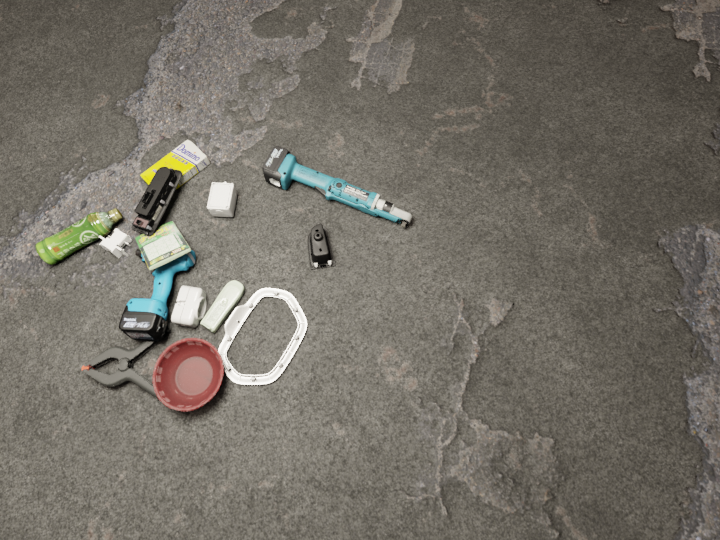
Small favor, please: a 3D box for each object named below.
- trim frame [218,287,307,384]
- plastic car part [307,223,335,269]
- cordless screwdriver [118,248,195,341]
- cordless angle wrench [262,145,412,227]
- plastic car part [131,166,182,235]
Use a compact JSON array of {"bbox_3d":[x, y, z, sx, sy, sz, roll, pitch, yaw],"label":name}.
[{"bbox_3d":[-0.241,0.157,1.029,0.189,0.027,0.248,27,74,15],"label":"trim frame"},{"bbox_3d":[-0.107,-0.070,1.090,0.066,0.069,0.119,-10,71,-4],"label":"plastic car part"},{"bbox_3d":[-0.528,0.046,1.060,0.162,0.072,0.254,4,58,8],"label":"cordless screwdriver"},{"bbox_3d":[-0.061,-0.218,1.150,0.432,0.072,0.098,23,71,10],"label":"cordless angle wrench"},{"bbox_3d":[-0.553,-0.199,1.134,0.068,0.064,0.204,15,69,15],"label":"plastic car part"}]
